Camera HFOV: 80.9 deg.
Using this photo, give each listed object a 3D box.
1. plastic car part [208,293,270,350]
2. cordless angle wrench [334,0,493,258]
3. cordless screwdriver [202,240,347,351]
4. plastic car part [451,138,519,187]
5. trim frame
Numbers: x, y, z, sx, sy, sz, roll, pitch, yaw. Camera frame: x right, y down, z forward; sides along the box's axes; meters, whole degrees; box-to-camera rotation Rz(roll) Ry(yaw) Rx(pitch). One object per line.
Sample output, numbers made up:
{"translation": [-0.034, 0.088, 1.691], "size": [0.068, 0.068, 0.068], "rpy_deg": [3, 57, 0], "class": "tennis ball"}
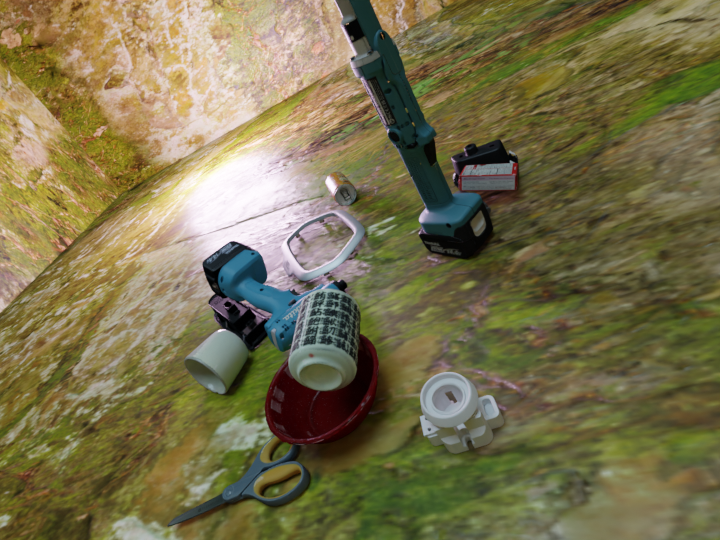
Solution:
{"translation": [-0.244, 0.085, 0.814], "size": [0.066, 0.064, 0.213], "rpy_deg": [-52, 33, -16], "class": "plastic car part"}
{"translation": [0.064, -0.195, 0.575], "size": [0.074, 0.404, 0.103], "rpy_deg": [-45, 31, -22], "class": "cordless angle wrench"}
{"translation": [-0.155, 0.024, 0.749], "size": [0.263, 0.071, 0.157], "rpy_deg": [29, 54, 34], "class": "cordless screwdriver"}
{"translation": [0.216, -0.198, 0.764], "size": [0.121, 0.068, 0.066], "rpy_deg": [-10, 36, 29], "class": "plastic car part"}
{"translation": [-0.087, -0.057, 0.890], "size": [0.183, 0.026, 0.261], "rpy_deg": [-36, 34, -5], "class": "trim frame"}
